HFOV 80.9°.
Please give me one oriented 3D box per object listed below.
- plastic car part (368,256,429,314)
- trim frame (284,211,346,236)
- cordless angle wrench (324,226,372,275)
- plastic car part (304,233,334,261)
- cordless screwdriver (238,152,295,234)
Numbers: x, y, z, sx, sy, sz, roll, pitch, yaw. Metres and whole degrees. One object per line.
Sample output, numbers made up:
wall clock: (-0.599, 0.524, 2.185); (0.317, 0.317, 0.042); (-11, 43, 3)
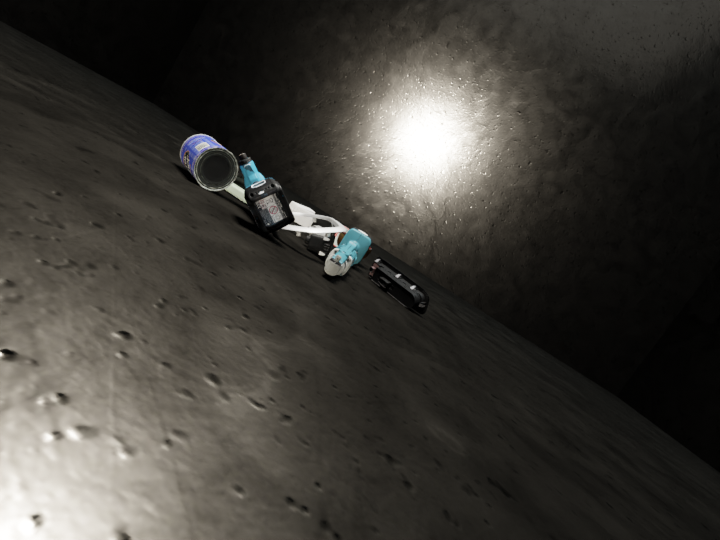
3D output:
plastic car part: (0.091, 0.038, 1.095); (0.214, 0.066, 0.063); (37, 18, 35)
trim frame: (-0.132, -0.111, 1.001); (0.180, 0.027, 0.257); (3, 17, -15)
cordless angle wrench: (-0.035, -0.037, 1.000); (0.075, 0.098, 0.420); (32, 11, 0)
plastic car part: (-0.100, -0.066, 1.024); (0.071, 0.066, 0.117); (17, 5, -4)
cordless screwdriver: (-0.219, -0.174, 0.918); (0.154, 0.074, 0.259); (68, -10, -22)
